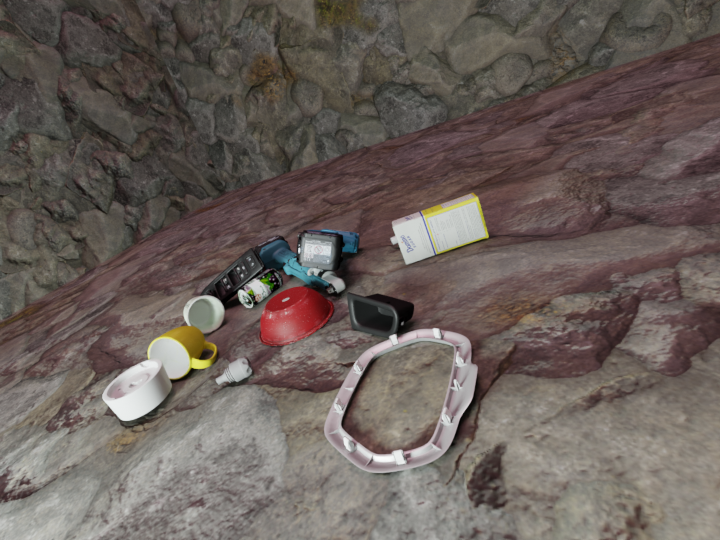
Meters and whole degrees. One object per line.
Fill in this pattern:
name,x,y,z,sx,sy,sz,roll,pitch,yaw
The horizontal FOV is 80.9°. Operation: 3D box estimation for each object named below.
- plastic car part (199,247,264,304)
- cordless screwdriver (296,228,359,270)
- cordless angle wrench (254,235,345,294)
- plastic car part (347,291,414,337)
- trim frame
plastic car part,-0.320,0.029,1.061,0.204,0.068,0.065,-37,-14,9
cordless screwdriver,-0.096,-0.063,0.980,0.162,0.074,0.246,8,11,8
cordless angle wrench,-0.150,-0.011,1.042,0.096,0.072,0.444,-30,25,-22
plastic car part,0.041,0.067,0.696,0.068,0.065,0.122,-19,16,-38
trim frame,0.054,0.147,0.537,0.191,0.027,0.246,-9,24,29
